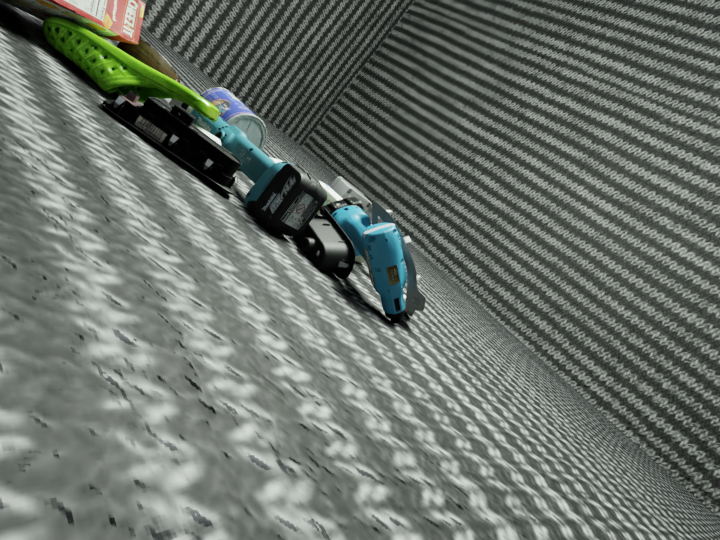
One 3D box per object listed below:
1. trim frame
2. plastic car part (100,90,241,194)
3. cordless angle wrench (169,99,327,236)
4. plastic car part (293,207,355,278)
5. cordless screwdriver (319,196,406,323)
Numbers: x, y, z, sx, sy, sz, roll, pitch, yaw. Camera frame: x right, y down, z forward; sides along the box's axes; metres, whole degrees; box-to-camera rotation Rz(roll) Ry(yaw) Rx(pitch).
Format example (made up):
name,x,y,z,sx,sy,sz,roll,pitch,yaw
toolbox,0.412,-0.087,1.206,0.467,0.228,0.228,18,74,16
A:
name,x,y,z,sx,sy,sz,roll,pitch,yaw
trim frame,0.062,-0.015,0.738,0.240,0.027,0.192,85,-17,-59
plastic car part,-0.247,-0.184,0.592,0.197,0.067,0.068,40,3,-16
cordless angle wrench,-0.224,-0.213,0.718,0.446,0.098,0.070,42,9,32
plastic car part,-0.064,-0.042,0.652,0.067,0.066,0.123,8,34,-43
cordless screwdriver,0.007,-0.029,0.718,0.260,0.073,0.154,-133,-153,-62
